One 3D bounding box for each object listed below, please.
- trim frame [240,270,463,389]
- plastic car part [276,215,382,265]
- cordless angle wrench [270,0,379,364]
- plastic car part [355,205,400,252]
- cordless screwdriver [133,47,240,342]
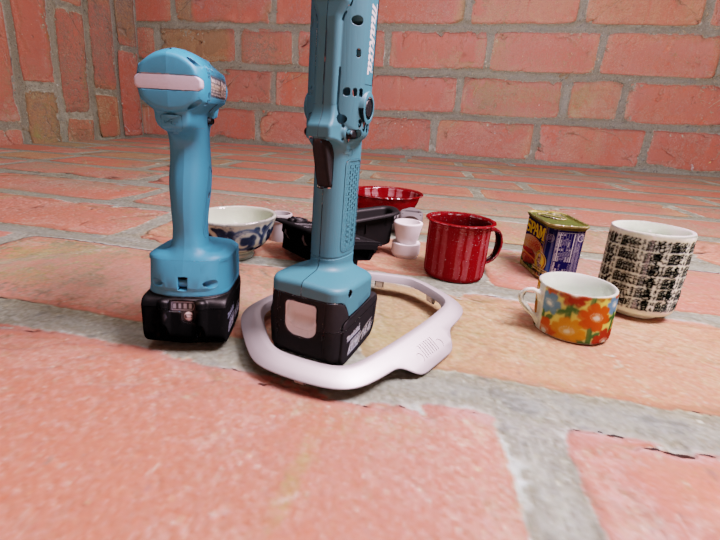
[{"bbox_3d":[-0.004,0.047,0.425,0.194,0.027,0.239,18,25,36],"label":"trim frame"},{"bbox_3d":[-0.058,-0.038,0.595,0.064,0.066,0.215,-9,23,-33],"label":"plastic car part"},{"bbox_3d":[-0.019,-0.132,0.345,0.077,0.416,0.096,12,19,22],"label":"cordless angle wrench"},{"bbox_3d":[0.010,-0.061,0.661,0.112,0.070,0.070,-9,22,-31],"label":"plastic car part"},{"bbox_3d":[-0.153,-0.068,0.402,0.074,0.244,0.163,3,18,-7],"label":"cordless screwdriver"}]
